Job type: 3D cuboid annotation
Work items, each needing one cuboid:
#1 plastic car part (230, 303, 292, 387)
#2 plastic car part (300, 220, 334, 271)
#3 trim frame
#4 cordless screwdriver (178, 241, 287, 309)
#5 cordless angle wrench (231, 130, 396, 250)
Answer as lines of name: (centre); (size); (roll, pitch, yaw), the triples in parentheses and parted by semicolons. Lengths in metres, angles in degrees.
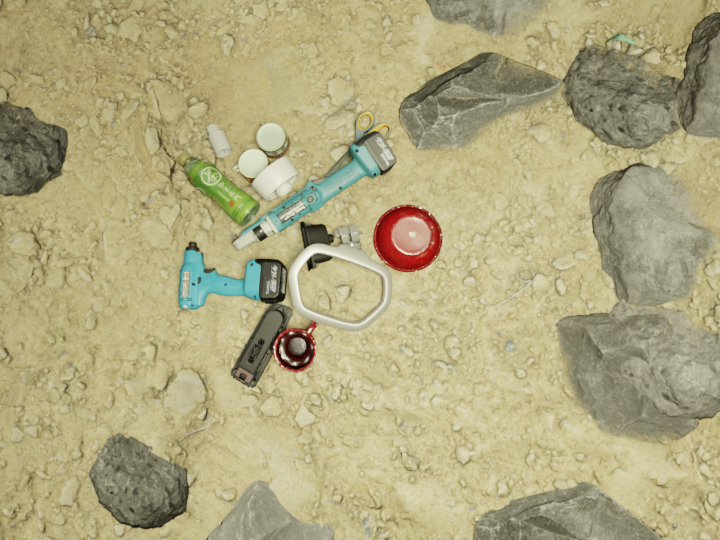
plastic car part: (-0.226, 0.164, 0.957); (0.068, 0.065, 0.203); (28, 83, 10)
plastic car part: (-0.096, -0.063, 0.980); (0.069, 0.066, 0.118); (-6, 80, -15)
trim frame: (-0.042, 0.036, 0.940); (0.242, 0.028, 0.184); (19, 93, -14)
cordless screwdriver: (-0.296, 0.006, 0.974); (0.251, 0.072, 0.162); (-3, 76, 6)
cordless angle wrench: (-0.117, -0.169, 0.984); (0.424, 0.075, 0.097); (-33, 98, 2)
